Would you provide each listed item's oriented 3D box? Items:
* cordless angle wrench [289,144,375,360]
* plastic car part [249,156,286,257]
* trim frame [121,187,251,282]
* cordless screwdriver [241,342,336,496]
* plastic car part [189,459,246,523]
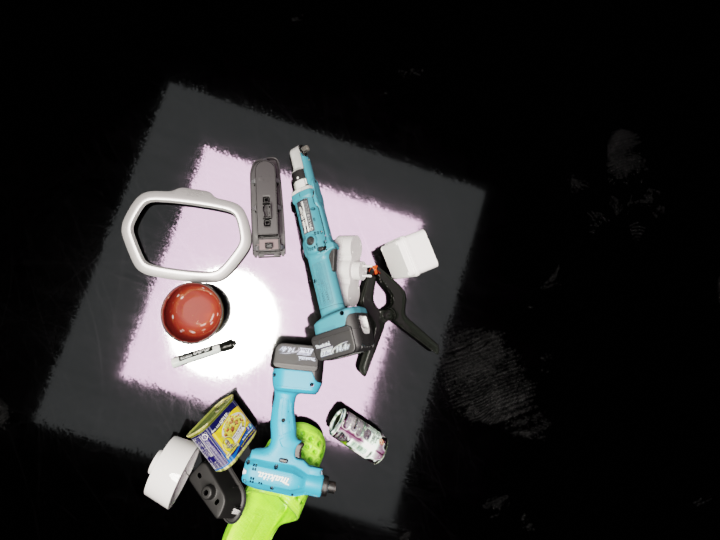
[{"bbox_3d":[-0.078,-0.051,0.797,0.100,0.071,0.434,-24,70,25],"label":"cordless angle wrench"},{"bbox_3d":[-0.187,-0.130,0.831,0.066,0.066,0.205,-4,82,-1],"label":"plastic car part"},{"bbox_3d":[-0.338,-0.072,0.826,0.247,0.027,0.185,6,84,-3],"label":"trim frame"},{"bbox_3d":[-0.106,0.261,0.754,0.160,0.073,0.252,9,72,2],"label":"cordless screwdriver"},{"bbox_3d":[-0.254,0.379,0.735,0.123,0.067,0.066,37,81,32],"label":"plastic car part"}]
